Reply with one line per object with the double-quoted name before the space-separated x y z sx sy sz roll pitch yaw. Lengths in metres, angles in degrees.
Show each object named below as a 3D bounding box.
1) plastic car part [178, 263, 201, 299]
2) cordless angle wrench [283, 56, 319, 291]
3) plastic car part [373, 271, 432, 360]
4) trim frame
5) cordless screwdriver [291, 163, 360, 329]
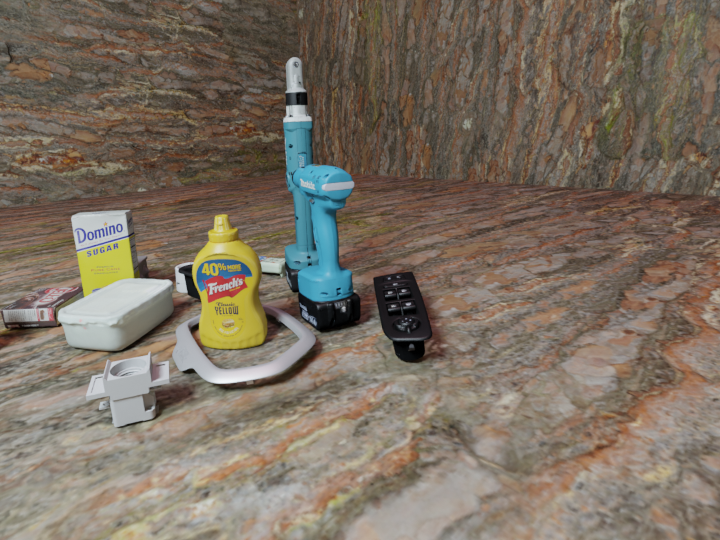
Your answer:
"plastic car part" -0.268 0.030 0.757 0.122 0.070 0.064 8 19 29
"cordless angle wrench" -0.112 -0.172 0.793 0.073 0.415 0.102 -6 16 -16
"plastic car part" 0.058 0.065 0.615 0.066 0.066 0.206 -2 18 -1
"trim frame" -0.174 0.098 0.609 0.178 0.027 0.262 -14 22 -31
"cordless screwdriver" -0.066 -0.043 0.673 0.072 0.244 0.167 -9 18 -27
